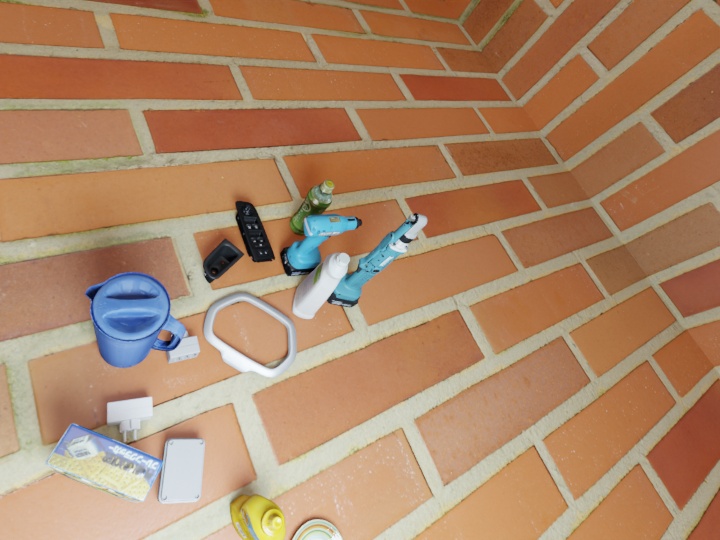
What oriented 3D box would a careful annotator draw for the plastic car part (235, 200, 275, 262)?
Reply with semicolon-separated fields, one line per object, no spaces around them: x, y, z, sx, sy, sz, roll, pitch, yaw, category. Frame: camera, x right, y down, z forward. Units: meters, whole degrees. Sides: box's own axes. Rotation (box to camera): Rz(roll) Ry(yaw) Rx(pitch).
-0.302;-0.104;1.177;0.064;0.067;0.209;-9;65;-33;plastic car part

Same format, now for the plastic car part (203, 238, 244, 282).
-0.365;-0.014;1.085;0.066;0.071;0.116;38;51;-4;plastic car part

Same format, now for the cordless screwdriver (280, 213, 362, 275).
-0.111;-0.073;1.138;0.153;0.251;0.076;-7;68;-33;cordless screwdriver

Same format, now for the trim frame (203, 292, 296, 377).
-0.270;0.159;1.054;0.246;0.028;0.185;32;51;-6;trim frame

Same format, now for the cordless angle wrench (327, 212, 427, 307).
0.036;-0.022;1.068;0.094;0.427;0.076;15;57;-24;cordless angle wrench
